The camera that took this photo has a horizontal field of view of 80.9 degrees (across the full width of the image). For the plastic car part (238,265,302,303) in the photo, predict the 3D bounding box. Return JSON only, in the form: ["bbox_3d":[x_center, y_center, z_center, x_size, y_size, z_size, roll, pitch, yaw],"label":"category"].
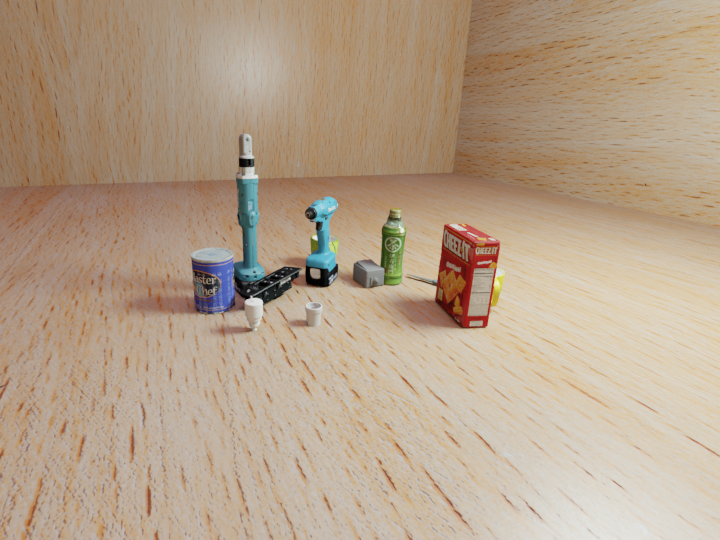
[{"bbox_3d":[-0.238,0.045,1.114,0.069,0.066,0.197,13,23,29],"label":"plastic car part"}]

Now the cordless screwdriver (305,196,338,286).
[{"bbox_3d":[-0.117,-0.076,1.193,0.077,0.244,0.157,8,19,17],"label":"cordless screwdriver"}]

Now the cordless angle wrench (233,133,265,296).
[{"bbox_3d":[-0.296,-0.142,1.112,0.071,0.415,0.103,-8,21,-32],"label":"cordless angle wrench"}]
